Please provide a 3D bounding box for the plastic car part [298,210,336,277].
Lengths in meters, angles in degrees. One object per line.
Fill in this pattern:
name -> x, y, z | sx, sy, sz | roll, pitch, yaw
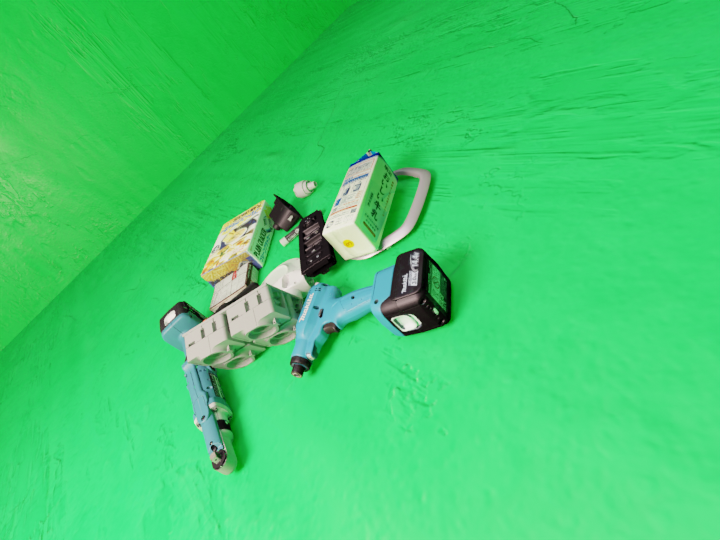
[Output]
plastic car part -> -0.081, -0.053, 0.830 | 0.067, 0.064, 0.212 | -41, 35, 16

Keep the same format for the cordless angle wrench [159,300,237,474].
cordless angle wrench -> -0.285, 0.192, 0.756 | 0.074, 0.093, 0.446 | -45, 36, -5

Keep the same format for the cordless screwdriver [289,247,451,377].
cordless screwdriver -> 0.000, 0.068, 0.605 | 0.257, 0.071, 0.161 | -19, 39, 38

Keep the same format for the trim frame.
trim frame -> 0.044, -0.114, 0.810 | 0.192, 0.026, 0.251 | -10, 46, 38

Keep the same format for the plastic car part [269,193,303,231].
plastic car part -> -0.197, -0.136, 1.068 | 0.071, 0.063, 0.122 | -53, 33, 10
